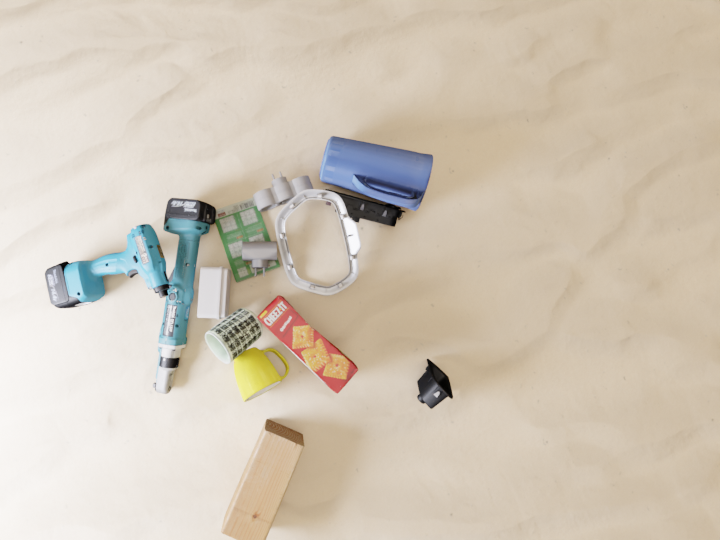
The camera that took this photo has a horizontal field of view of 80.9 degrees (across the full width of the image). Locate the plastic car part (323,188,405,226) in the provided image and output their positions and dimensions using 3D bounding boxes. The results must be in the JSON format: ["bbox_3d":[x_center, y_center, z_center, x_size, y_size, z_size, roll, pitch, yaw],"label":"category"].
[{"bbox_3d":[0.007,-0.143,0.990,0.202,0.067,0.067,10,92,-3],"label":"plastic car part"}]

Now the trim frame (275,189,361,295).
[{"bbox_3d":[-0.094,-0.061,0.961,0.184,0.028,0.246,-12,96,1],"label":"trim frame"}]

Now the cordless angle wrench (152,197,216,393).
[{"bbox_3d":[-0.400,0.055,0.929,0.100,0.072,0.424,6,85,13],"label":"cordless angle wrench"}]

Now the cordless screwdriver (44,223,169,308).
[{"bbox_3d":[-0.528,0.018,0.898,0.250,0.073,0.161,-22,83,6],"label":"cordless screwdriver"}]

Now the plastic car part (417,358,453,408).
[{"bbox_3d":[0.154,0.257,0.922,0.066,0.116,0.071,41,104,-2],"label":"plastic car part"}]
